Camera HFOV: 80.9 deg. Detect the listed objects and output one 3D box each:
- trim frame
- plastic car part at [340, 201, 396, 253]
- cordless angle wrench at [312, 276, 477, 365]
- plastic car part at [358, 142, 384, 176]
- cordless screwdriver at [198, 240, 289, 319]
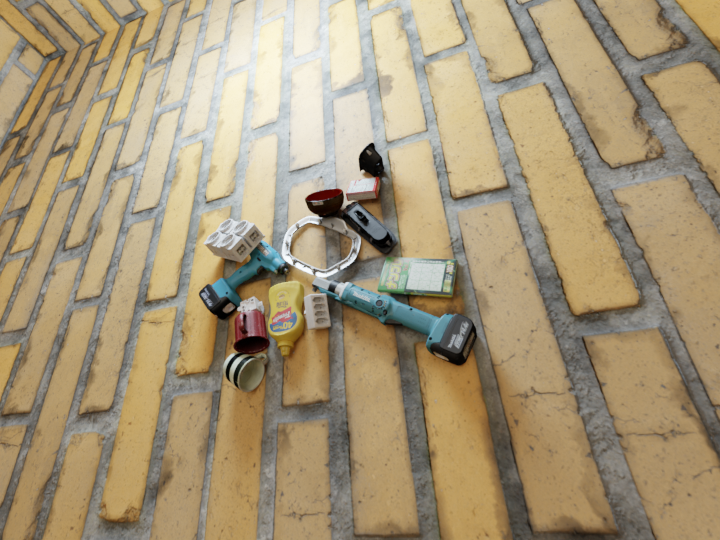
[{"bbox_3d":[-0.116,-0.076,1.190,0.262,0.026,0.183,23,68,34],"label":"trim frame"},{"bbox_3d":[0.020,-0.128,1.148,0.066,0.064,0.214,-37,57,-9],"label":"plastic car part"},{"bbox_3d":[0.053,0.091,1.004,0.446,0.070,0.098,20,71,33],"label":"cordless angle wrench"},{"bbox_3d":[0.038,-0.309,1.218,0.066,0.114,0.072,-41,80,-4],"label":"plastic car part"},{"bbox_3d":[-0.326,0.034,1.202,0.248,0.071,0.168,-46,55,-10],"label":"cordless screwdriver"}]
